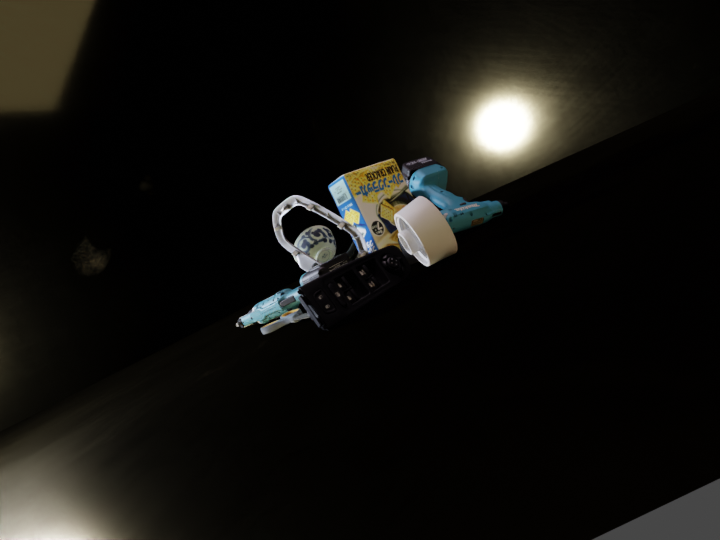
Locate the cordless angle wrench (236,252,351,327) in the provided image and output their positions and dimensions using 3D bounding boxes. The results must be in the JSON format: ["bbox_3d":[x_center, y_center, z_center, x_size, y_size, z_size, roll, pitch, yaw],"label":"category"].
[{"bbox_3d":[-0.169,0.071,0.954,0.095,0.074,0.435,-27,1,-44],"label":"cordless angle wrench"}]

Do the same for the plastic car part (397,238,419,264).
[{"bbox_3d":[0.118,-0.057,0.792,0.120,0.071,0.064,-27,1,43],"label":"plastic car part"}]

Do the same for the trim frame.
[{"bbox_3d":[-0.087,-0.057,0.885,0.027,0.255,0.181,-47,-17,-42],"label":"trim frame"}]

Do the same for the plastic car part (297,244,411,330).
[{"bbox_3d":[-0.003,0.026,0.602,0.197,0.069,0.066,-30,-23,-36],"label":"plastic car part"}]

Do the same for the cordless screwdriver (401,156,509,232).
[{"bbox_3d":[0.209,-0.182,0.985,0.156,0.262,0.072,-17,-48,-14],"label":"cordless screwdriver"}]
